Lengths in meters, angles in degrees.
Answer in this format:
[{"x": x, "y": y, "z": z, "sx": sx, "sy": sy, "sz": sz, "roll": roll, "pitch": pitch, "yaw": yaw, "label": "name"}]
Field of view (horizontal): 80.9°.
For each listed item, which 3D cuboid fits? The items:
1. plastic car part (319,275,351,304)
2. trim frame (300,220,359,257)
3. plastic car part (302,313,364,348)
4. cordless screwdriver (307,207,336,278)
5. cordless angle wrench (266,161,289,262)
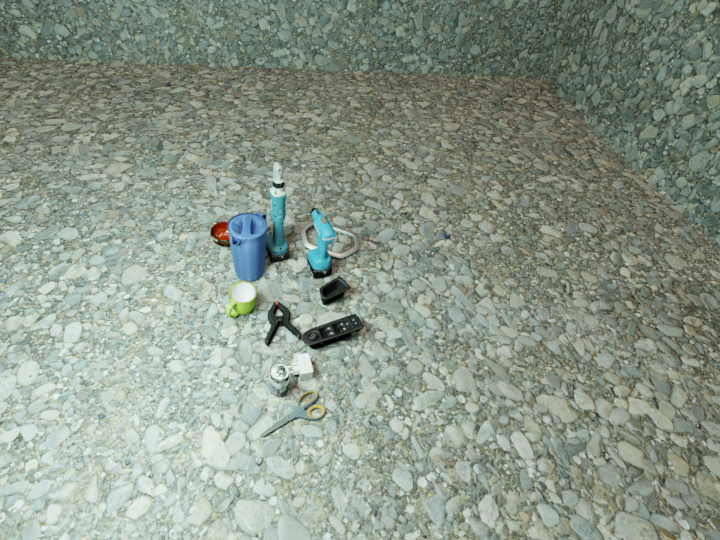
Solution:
[{"x": -0.100, "y": 0.082, "z": 1.496, "sx": 0.114, "sy": 0.069, "sz": 0.069, "roll": -29, "pitch": 57, "yaw": -30, "label": "plastic car part"}, {"x": -0.126, "y": -0.129, "z": 1.721, "sx": 0.253, "sy": 0.027, "sz": 0.186, "roll": 16, "pitch": 47, "yaw": 8, "label": "trim frame"}, {"x": -0.094, "y": 0.205, "z": 1.383, "sx": 0.198, "sy": 0.065, "sz": 0.070, "roll": -14, "pitch": 51, "yaw": -19, "label": "plastic car part"}, {"x": -0.151, "y": -0.099, "z": 1.541, "sx": 0.072, "sy": 0.243, "sz": 0.167, "roll": -12, "pitch": 51, "yaw": -22, "label": "cordless screwdriver"}, {"x": -0.295, "y": -0.200, "z": 1.504, "sx": 0.072, "sy": 0.413, "sz": 0.103, "roll": -15, "pitch": 52, "yaw": -24, "label": "cordless angle wrench"}]
